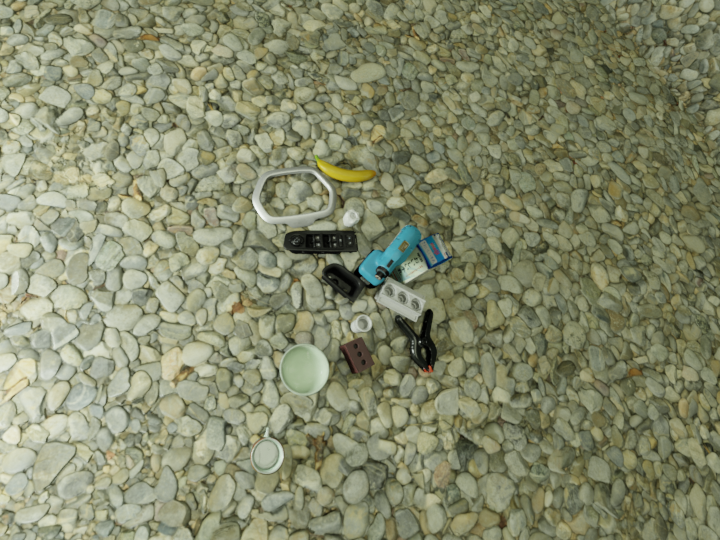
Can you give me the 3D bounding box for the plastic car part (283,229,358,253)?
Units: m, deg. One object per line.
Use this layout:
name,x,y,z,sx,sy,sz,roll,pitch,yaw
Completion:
plastic car part,-0.113,-0.074,1.159,0.198,0.067,0.068,1,72,-15

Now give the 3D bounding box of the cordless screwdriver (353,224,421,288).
cordless screwdriver,0.052,-0.012,1.080,0.074,0.250,0.158,41,65,-4

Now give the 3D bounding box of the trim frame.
trim frame,-0.187,-0.213,1.213,0.242,0.027,0.188,-11,74,-18

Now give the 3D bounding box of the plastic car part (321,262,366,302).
plastic car part,-0.056,0.032,1.133,0.116,0.071,0.066,37,65,-1
